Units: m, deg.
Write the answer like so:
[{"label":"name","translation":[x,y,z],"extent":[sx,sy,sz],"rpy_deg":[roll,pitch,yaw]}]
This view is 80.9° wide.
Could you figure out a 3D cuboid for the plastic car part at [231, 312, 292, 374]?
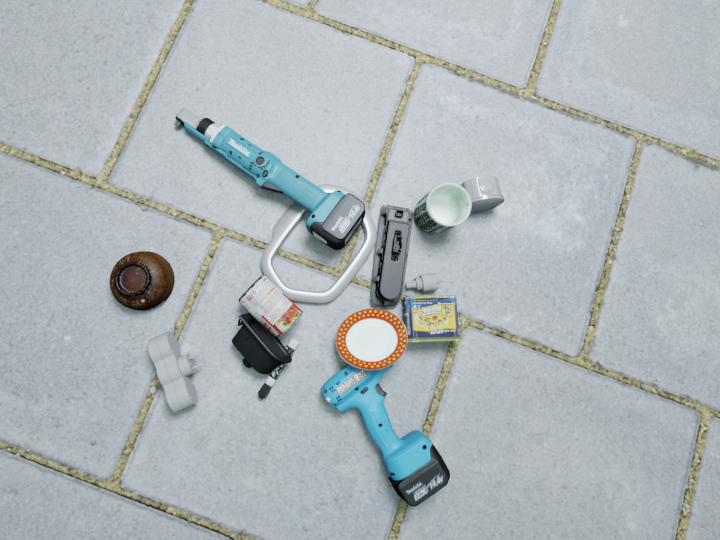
[{"label":"plastic car part","translation":[-0.187,0.140,0.762],"extent":[0.071,0.064,0.119],"rpy_deg":[-43,77,12]}]

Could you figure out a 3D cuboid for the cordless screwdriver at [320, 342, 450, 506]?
[{"label":"cordless screwdriver","translation":[0.062,0.263,0.752],"extent":[0.158,0.073,0.253],"rpy_deg":[-36,81,-8]}]

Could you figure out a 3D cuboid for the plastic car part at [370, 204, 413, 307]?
[{"label":"plastic car part","translation":[0.064,-0.027,0.803],"extent":[0.065,0.068,0.204],"rpy_deg":[10,84,-11]}]

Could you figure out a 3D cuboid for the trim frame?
[{"label":"trim frame","translation":[-0.080,-0.052,0.817],"extent":[0.185,0.027,0.248],"rpy_deg":[36,83,2]}]

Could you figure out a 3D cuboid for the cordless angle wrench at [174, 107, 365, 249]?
[{"label":"cordless angle wrench","translation":[-0.185,-0.194,0.802],"extent":[0.432,0.073,0.098],"rpy_deg":[35,81,11]}]
